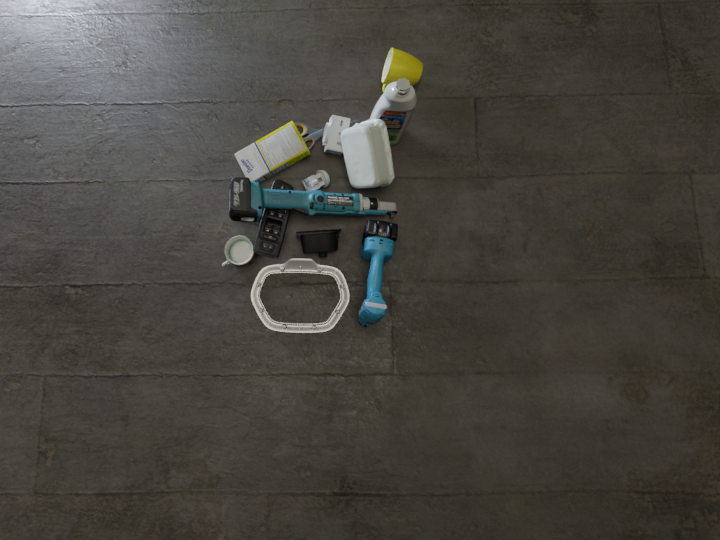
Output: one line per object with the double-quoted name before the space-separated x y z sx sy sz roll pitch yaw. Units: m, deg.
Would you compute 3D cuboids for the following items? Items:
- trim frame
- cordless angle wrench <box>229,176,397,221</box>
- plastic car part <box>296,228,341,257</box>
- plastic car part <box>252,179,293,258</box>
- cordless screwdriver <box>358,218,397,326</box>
"trim frame" -0.152 0.063 1.063 0.250 0.027 0.186 1 80 3
"cordless angle wrench" -0.107 -0.166 1.042 0.413 0.075 0.099 1 78 -15
"plastic car part" -0.105 -0.068 1.070 0.116 0.067 0.070 -1 98 -4
"plastic car part" -0.215 -0.129 1.071 0.066 0.067 0.204 13 78 -4
"cordless screwdriver" 0.032 0.011 1.027 0.074 0.157 0.253 9 67 -6
